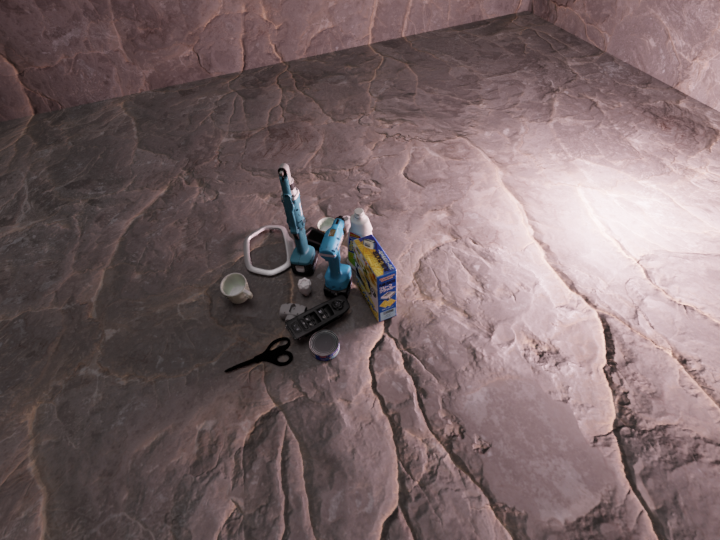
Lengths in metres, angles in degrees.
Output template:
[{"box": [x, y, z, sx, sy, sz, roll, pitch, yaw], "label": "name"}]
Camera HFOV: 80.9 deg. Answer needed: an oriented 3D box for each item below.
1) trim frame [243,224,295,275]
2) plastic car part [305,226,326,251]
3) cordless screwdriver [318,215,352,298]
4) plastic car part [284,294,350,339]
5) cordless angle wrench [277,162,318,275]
[{"box": [-0.327, -0.076, 1.514, 0.183, 0.026, 0.260, -15, 47, -4], "label": "trim frame"}, {"box": [-0.144, -0.094, 1.472, 0.122, 0.068, 0.065, 27, 56, 28], "label": "plastic car part"}, {"box": [-0.070, -0.036, 1.290, 0.076, 0.239, 0.161, 8, 49, 12], "label": "cordless screwdriver"}, {"box": [-0.119, 0.144, 1.253, 0.200, 0.064, 0.070, -30, 51, -18], "label": "plastic car part"}, {"box": [-0.200, -0.151, 1.303, 0.076, 0.407, 0.099, 6, 48, 10], "label": "cordless angle wrench"}]
